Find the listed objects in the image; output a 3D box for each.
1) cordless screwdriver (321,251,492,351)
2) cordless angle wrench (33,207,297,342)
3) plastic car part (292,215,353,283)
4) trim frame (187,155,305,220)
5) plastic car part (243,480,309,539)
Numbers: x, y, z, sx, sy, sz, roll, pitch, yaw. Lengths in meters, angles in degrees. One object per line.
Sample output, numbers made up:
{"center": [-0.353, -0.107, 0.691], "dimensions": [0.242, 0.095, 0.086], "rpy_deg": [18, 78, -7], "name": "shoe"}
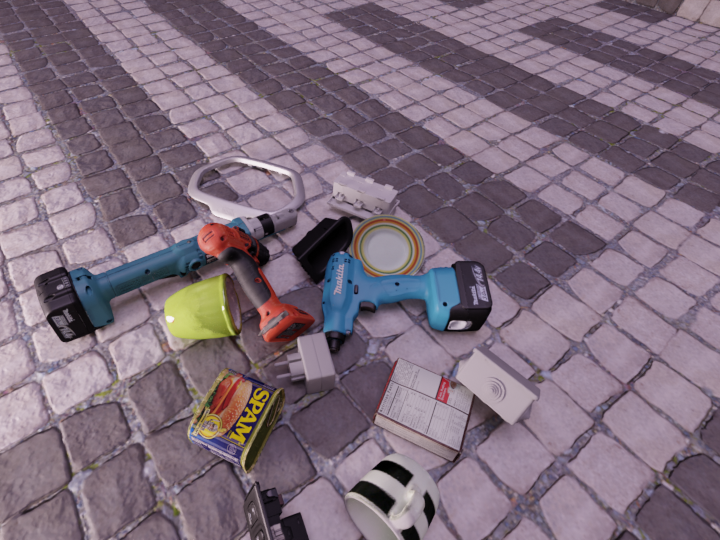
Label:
{"center": [0.064, 0.054, 0.646], "dimensions": [0.252, 0.072, 0.163], "rpy_deg": [3, 57, 6], "name": "cordless screwdriver"}
{"center": [-0.283, -0.024, 0.696], "dimensions": [0.413, 0.096, 0.078], "rpy_deg": [-27, 60, -28], "name": "cordless angle wrench"}
{"center": [-0.071, -0.047, 0.730], "dimensions": [0.075, 0.062, 0.116], "rpy_deg": [20, 62, 43], "name": "plastic car part"}
{"center": [-0.231, -0.170, 0.866], "dimensions": [0.254, 0.027, 0.185], "rpy_deg": [17, 49, 11], "name": "trim frame"}
{"center": [-0.064, 0.321, 0.419], "dimensions": [0.064, 0.066, 0.213], "rpy_deg": [6, 41, -35], "name": "plastic car part"}
